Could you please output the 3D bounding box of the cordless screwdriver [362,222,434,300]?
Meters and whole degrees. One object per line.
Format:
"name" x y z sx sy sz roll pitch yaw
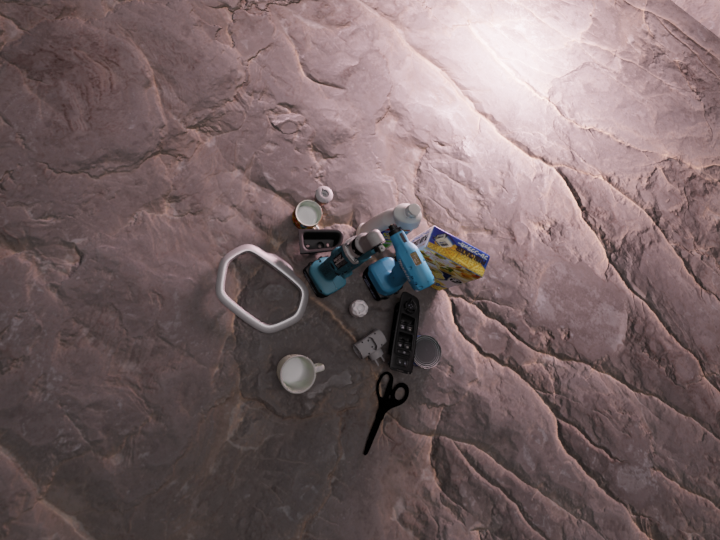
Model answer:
"cordless screwdriver" 0.076 -0.014 1.031 0.073 0.251 0.161 -25 86 -21

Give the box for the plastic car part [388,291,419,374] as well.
"plastic car part" 0.110 0.158 1.090 0.065 0.068 0.205 16 73 -12

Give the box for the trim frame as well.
"trim frame" -0.246 0.044 1.059 0.247 0.028 0.184 36 71 -2

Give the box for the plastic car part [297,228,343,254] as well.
"plastic car part" -0.107 -0.070 1.098 0.114 0.071 0.067 -3 78 -15

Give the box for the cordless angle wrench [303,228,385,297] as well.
"cordless angle wrench" -0.038 -0.019 0.913 0.073 0.427 0.098 -29 89 -21
